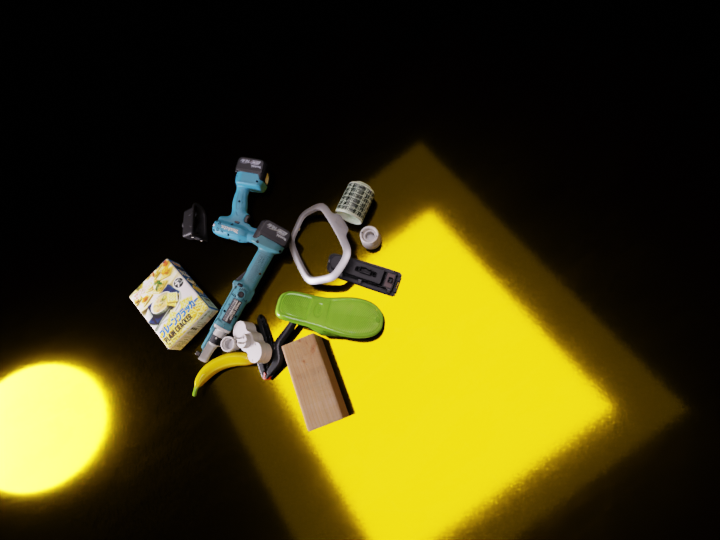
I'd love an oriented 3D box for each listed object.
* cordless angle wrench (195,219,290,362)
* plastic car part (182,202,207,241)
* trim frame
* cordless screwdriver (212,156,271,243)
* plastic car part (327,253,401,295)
[{"bbox_3d":[-0.329,0.061,1.166,0.096,0.075,0.423,29,85,-9],"label":"cordless angle wrench"},{"bbox_3d":[-0.514,-0.141,1.292,0.073,0.062,0.120,-20,66,21],"label":"plastic car part"},{"bbox_3d":[-0.112,-0.073,1.146,0.186,0.026,0.261,-43,52,19],"label":"trim frame"},{"bbox_3d":[-0.325,-0.203,1.254,0.162,0.073,0.250,15,81,8],"label":"cordless screwdriver"},{"bbox_3d":[-0.001,0.004,1.114,0.211,0.064,0.066,18,85,21],"label":"plastic car part"}]
